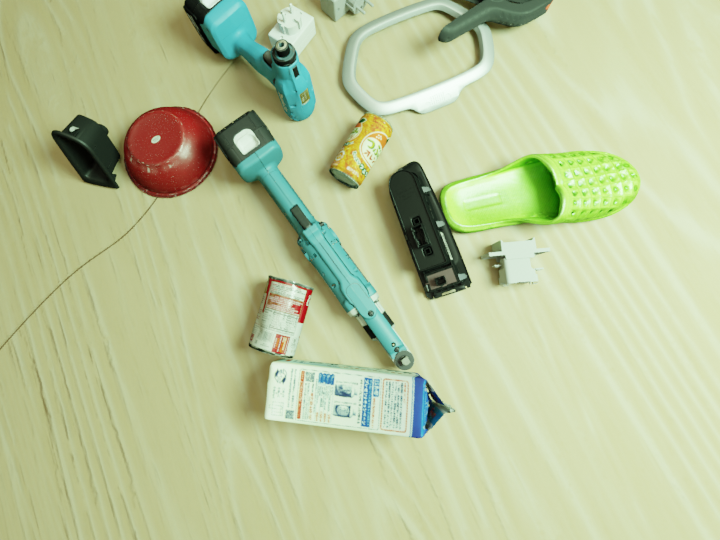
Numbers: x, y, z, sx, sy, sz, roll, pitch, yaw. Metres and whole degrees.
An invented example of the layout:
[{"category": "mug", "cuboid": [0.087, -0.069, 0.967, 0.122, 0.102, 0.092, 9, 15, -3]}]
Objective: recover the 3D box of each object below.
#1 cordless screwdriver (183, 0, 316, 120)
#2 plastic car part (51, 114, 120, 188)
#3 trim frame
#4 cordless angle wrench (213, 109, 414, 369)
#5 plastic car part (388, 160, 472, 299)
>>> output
[{"category": "cordless screwdriver", "cuboid": [-0.167, -0.346, 0.638, 0.074, 0.156, 0.255, -43, 78, -5]}, {"category": "plastic car part", "cuboid": [-0.418, -0.194, 0.663, 0.067, 0.113, 0.072, 12, 58, 3]}, {"category": "trim frame", "cuboid": [0.089, -0.341, 0.678, 0.248, 0.027, 0.188, -22, 77, -1]}, {"category": "cordless angle wrench", "cuboid": [-0.060, -0.039, 0.609, 0.074, 0.097, 0.429, -36, 82, -3]}, {"category": "plastic car part", "cuboid": [0.085, -0.063, 0.604, 0.068, 0.064, 0.208, -26, 72, 29]}]
